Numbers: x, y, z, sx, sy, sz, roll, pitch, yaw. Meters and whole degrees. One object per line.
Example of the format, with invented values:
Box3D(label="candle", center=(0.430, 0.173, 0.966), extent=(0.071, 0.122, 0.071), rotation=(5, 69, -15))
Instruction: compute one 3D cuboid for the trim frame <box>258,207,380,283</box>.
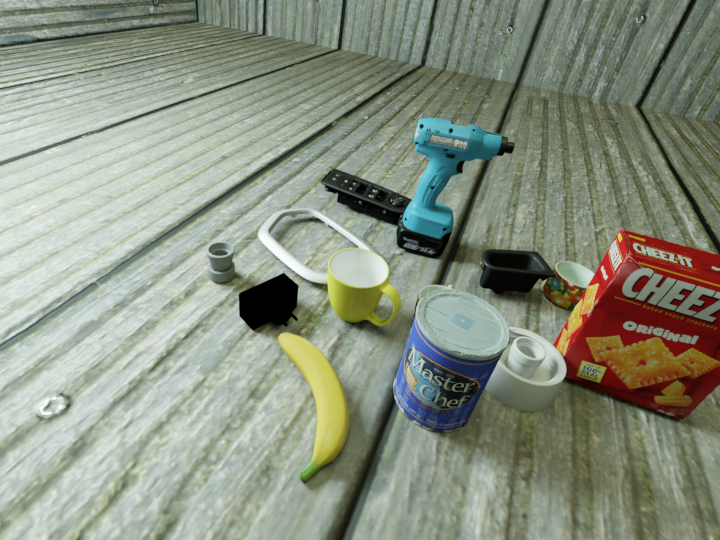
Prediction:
Box3D(label="trim frame", center=(-0.076, -0.050, 0.782), extent=(0.179, 0.027, 0.262), rotation=(-27, 48, -36))

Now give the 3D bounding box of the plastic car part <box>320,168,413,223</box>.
Box3D(label="plastic car part", center=(0.015, -0.150, 0.897), extent=(0.210, 0.065, 0.066), rotation=(21, 38, 17))

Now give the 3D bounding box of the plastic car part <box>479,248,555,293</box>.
Box3D(label="plastic car part", center=(0.251, 0.008, 0.720), extent=(0.115, 0.069, 0.068), rotation=(2, 37, -8))

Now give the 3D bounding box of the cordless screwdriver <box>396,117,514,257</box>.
Box3D(label="cordless screwdriver", center=(0.157, -0.141, 0.758), extent=(0.162, 0.243, 0.075), rotation=(14, 36, 7))
